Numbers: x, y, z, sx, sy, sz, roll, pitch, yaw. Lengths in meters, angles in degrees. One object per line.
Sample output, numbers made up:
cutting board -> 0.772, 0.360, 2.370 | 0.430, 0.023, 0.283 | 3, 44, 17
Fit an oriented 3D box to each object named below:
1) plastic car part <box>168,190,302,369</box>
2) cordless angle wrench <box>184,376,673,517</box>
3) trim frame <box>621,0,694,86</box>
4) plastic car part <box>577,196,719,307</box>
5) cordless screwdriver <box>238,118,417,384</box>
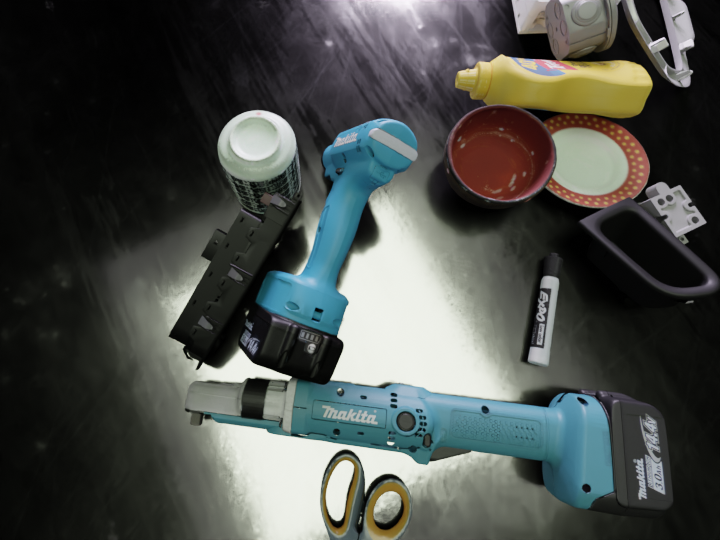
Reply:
plastic car part -> -0.128, 0.004, 0.416 | 0.065, 0.068, 0.203 | 26, 93, -18
cordless angle wrench -> 0.041, 0.142, 0.399 | 0.427, 0.073, 0.099 | 6, 75, 5
trim frame -> 0.354, -0.335, 0.510 | 0.175, 0.028, 0.253 | 10, 70, -34
plastic car part -> 0.281, -0.005, 0.431 | 0.065, 0.068, 0.122 | -25, 61, -7
cordless screwdriver -> -0.042, -0.027, 0.427 | 0.071, 0.166, 0.249 | 24, 87, -25
